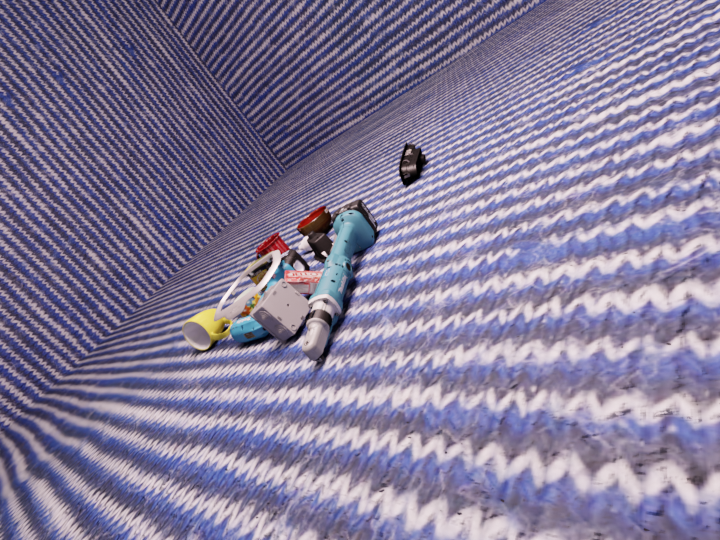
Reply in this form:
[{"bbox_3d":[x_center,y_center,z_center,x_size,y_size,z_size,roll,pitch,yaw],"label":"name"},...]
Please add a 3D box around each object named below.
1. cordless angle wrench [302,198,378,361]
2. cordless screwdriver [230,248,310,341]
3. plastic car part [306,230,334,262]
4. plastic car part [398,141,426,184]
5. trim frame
[{"bbox_3d":[-0.043,0.002,0.819,0.076,0.094,0.428,-25,28,27],"label":"cordless angle wrench"},{"bbox_3d":[-0.190,0.053,0.976,0.164,0.071,0.250,-22,30,37],"label":"cordless screwdriver"},{"bbox_3d":[-0.107,-0.070,1.091,0.065,0.068,0.121,-42,23,-13],"label":"plastic car part"},{"bbox_3d":[0.144,-0.295,1.169,0.069,0.064,0.203,-1,34,20],"label":"plastic car part"},{"bbox_3d":[-0.271,0.039,1.017,0.254,0.026,0.187,-30,28,31],"label":"trim frame"}]
